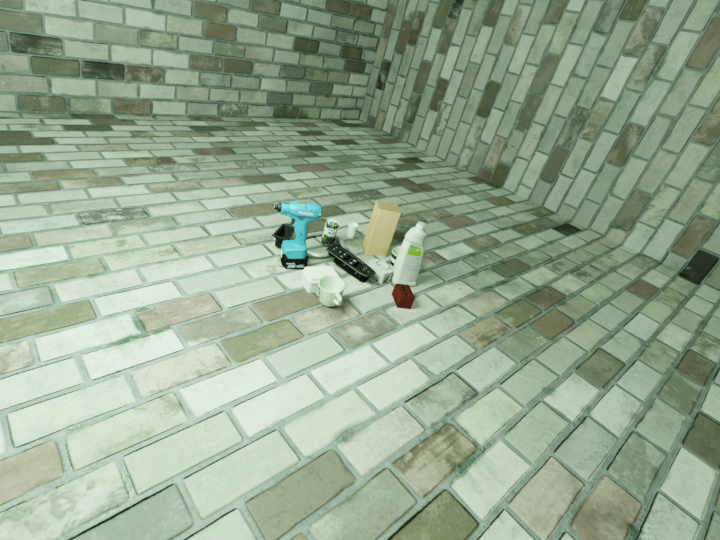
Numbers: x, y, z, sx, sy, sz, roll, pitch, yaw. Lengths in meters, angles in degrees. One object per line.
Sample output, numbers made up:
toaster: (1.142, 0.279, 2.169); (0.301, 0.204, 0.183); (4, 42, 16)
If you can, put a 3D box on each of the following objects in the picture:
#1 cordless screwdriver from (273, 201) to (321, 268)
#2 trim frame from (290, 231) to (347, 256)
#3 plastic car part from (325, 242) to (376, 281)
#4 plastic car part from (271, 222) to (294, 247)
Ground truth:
cordless screwdriver: (-0.239, -0.126, 1.476); (0.155, 0.245, 0.078); (6, 31, -18)
trim frame: (-0.165, -0.108, 1.690); (0.239, 0.027, 0.194); (-18, 43, -42)
plastic car part: (-0.039, -0.021, 1.558); (0.213, 0.066, 0.064); (32, 34, 27)
plastic car part: (-0.295, -0.125, 1.624); (0.067, 0.070, 0.117); (18, 30, 3)
